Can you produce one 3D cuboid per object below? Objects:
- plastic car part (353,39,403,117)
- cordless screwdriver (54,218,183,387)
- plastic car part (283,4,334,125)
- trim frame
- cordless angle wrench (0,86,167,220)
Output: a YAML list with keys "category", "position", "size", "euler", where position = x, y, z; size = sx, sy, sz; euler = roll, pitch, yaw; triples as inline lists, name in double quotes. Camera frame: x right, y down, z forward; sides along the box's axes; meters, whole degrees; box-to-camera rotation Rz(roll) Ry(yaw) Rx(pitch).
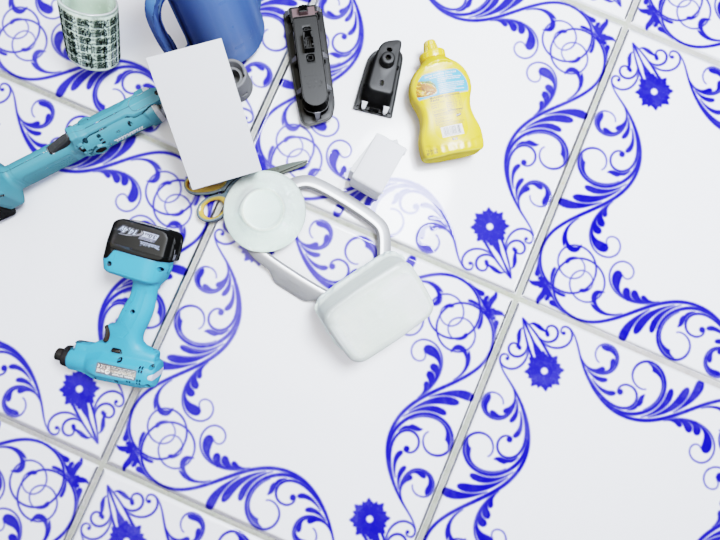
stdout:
- category: "plastic car part"
  position: [0.036, -0.314, 0.670]
  size: [0.066, 0.071, 0.116]
  euler: [14, 90, -4]
- category: "cordless screwdriver"
  position: [-0.367, 0.045, 0.645]
  size: [0.159, 0.074, 0.248]
  euler: [11, 90, -1]
- category: "plastic car part"
  position: [-0.078, -0.337, 0.678]
  size: [0.065, 0.068, 0.203]
  euler: [-7, 90, -10]
- category: "trim frame"
  position: [-0.066, -0.043, 0.675]
  size: [0.248, 0.027, 0.184]
  euler: [31, 86, 0]
- category: "cordless angle wrench"
  position: [-0.418, -0.210, 0.658]
  size: [0.420, 0.098, 0.074]
  euler: [-31, 91, -7]
